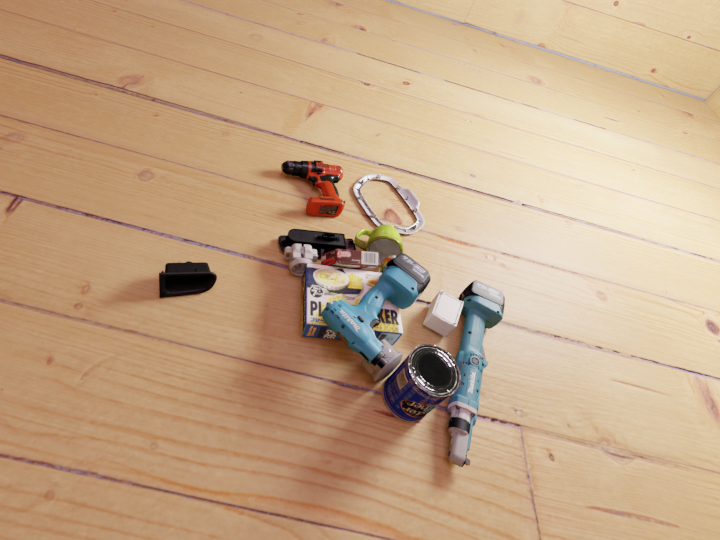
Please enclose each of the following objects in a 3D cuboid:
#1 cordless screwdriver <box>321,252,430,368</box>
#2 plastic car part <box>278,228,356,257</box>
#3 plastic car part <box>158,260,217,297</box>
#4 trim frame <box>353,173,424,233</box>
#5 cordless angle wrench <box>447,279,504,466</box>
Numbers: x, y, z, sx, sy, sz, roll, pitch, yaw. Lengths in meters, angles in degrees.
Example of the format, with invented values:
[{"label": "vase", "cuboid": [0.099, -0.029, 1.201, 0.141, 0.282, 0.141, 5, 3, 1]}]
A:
[{"label": "cordless screwdriver", "cuboid": [0.055, 0.079, 0.881, 0.165, 0.073, 0.244, 42, 55, 18]}, {"label": "plastic car part", "cuboid": [-0.103, -0.067, 1.054, 0.199, 0.066, 0.068, 3, 59, -12]}, {"label": "plastic car part", "cuboid": [-0.376, 0.009, 0.912, 0.112, 0.065, 0.075, -6, 40, -26]}, {"label": "trim frame", "cuboid": [0.085, -0.202, 1.242, 0.178, 0.027, 0.260, -14, 55, -27]}, {"label": "cordless angle wrench", "cuboid": [0.239, 0.208, 0.922, 0.098, 0.073, 0.426, 23, 51, 1]}]
